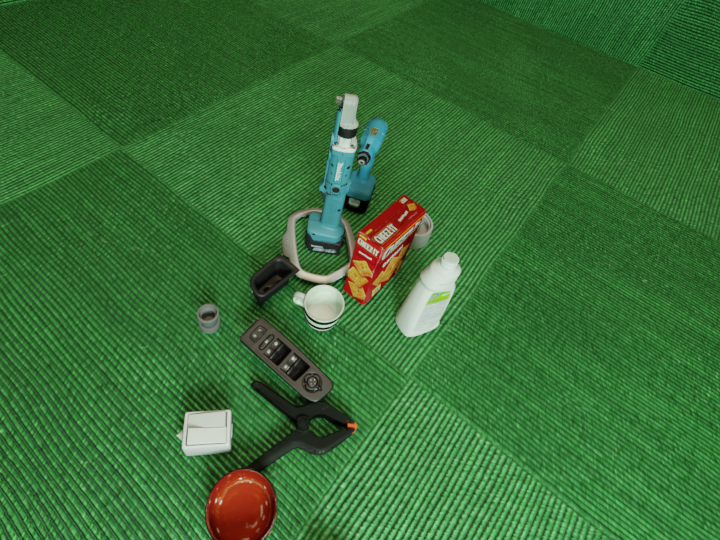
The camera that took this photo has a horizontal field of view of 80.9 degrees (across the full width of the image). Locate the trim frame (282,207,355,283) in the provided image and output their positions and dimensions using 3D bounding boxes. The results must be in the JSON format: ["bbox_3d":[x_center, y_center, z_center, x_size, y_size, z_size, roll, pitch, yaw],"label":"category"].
[{"bbox_3d":[-0.104,-0.068,1.063,0.181,0.027,0.258,-3,53,-11],"label":"trim frame"}]

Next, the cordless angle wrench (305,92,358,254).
[{"bbox_3d":[-0.054,-0.193,0.920,0.097,0.415,0.076,11,52,-6],"label":"cordless angle wrench"}]

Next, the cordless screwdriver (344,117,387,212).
[{"bbox_3d":[0.005,-0.246,1.079,0.075,0.244,0.161,20,52,2],"label":"cordless screwdriver"}]

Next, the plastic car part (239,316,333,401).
[{"bbox_3d":[-0.147,0.185,0.836,0.210,0.065,0.065,35,55,18],"label":"plastic car part"}]

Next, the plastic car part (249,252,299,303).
[{"bbox_3d":[-0.201,0.029,0.947,0.068,0.069,0.115,35,55,16],"label":"plastic car part"}]
